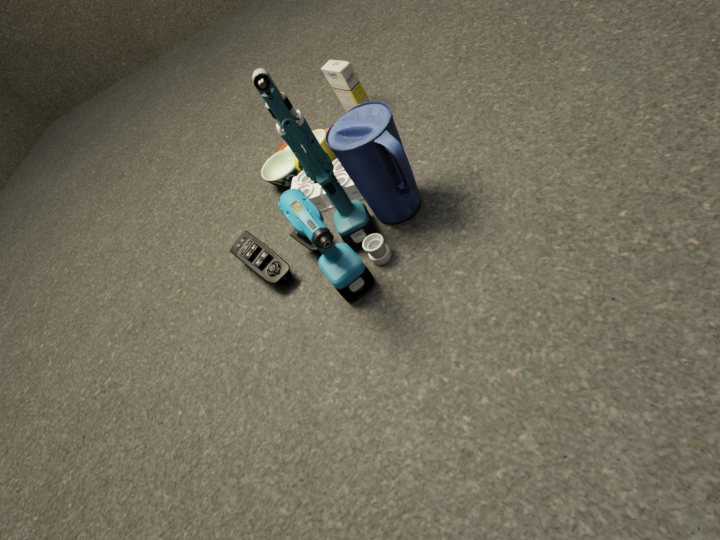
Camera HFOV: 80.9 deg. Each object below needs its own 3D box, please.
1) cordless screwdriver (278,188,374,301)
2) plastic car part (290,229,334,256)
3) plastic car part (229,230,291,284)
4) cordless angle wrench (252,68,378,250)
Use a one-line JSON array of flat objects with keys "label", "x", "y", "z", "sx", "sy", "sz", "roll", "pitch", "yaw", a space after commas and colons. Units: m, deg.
[{"label": "cordless screwdriver", "x": -0.051, "y": -0.030, "z": 0.771, "sx": 0.074, "sy": 0.235, "sz": 0.168, "roll": -38, "pitch": 45, "yaw": -3}, {"label": "plastic car part", "x": -0.092, "y": -0.060, "z": 0.939, "sx": 0.066, "sy": 0.067, "sz": 0.123, "roll": -44, "pitch": 45, "yaw": -7}, {"label": "plastic car part", "x": -0.228, "y": -0.020, "z": 0.993, "sx": 0.066, "sy": 0.063, "sz": 0.215, "roll": -48, "pitch": 46, "yaw": -11}, {"label": "cordless angle wrench", "x": -0.081, "y": -0.198, "z": 0.806, "sx": 0.075, "sy": 0.400, "sz": 0.102, "roll": -27, "pitch": 45, "yaw": 9}]
